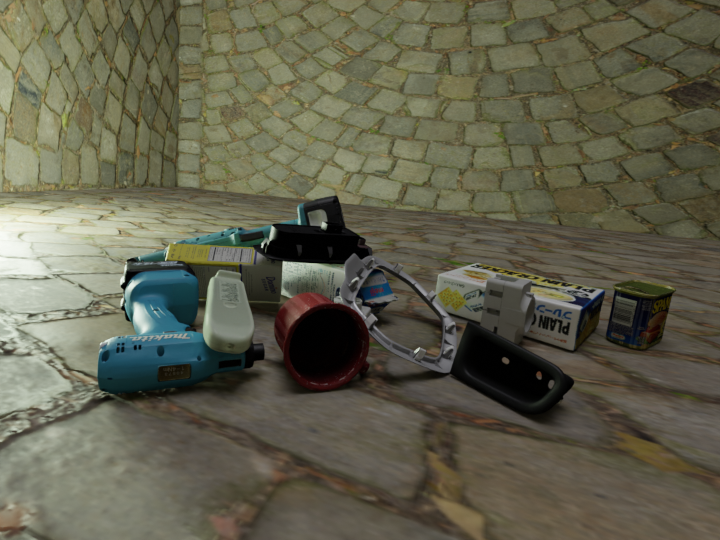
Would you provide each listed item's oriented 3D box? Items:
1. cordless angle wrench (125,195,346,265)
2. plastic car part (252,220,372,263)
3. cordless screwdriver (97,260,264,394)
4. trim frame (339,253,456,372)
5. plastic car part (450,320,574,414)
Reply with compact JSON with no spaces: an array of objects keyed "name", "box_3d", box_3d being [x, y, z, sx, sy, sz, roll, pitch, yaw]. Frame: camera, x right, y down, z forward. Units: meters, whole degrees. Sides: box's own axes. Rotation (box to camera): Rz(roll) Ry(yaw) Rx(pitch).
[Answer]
[{"name":"cordless angle wrench","box_3d":[-0.239,-0.053,0.798,0.426,0.075,0.096,-12,-3,5]},{"name":"plastic car part","box_3d":[-0.064,-0.042,0.655,0.194,0.066,0.070,-4,32,-34]},{"name":"cordless screwdriver","box_3d":[-0.219,0.058,0.517,0.154,0.073,0.261,-2,18,-25]},{"name":"trim frame","box_3d":[0.054,0.044,0.567,0.187,0.027,0.245,35,23,5]},{"name":"plastic car part","box_3d":[0.170,0.109,0.456,0.067,0.066,0.123,13,7,-42]}]
